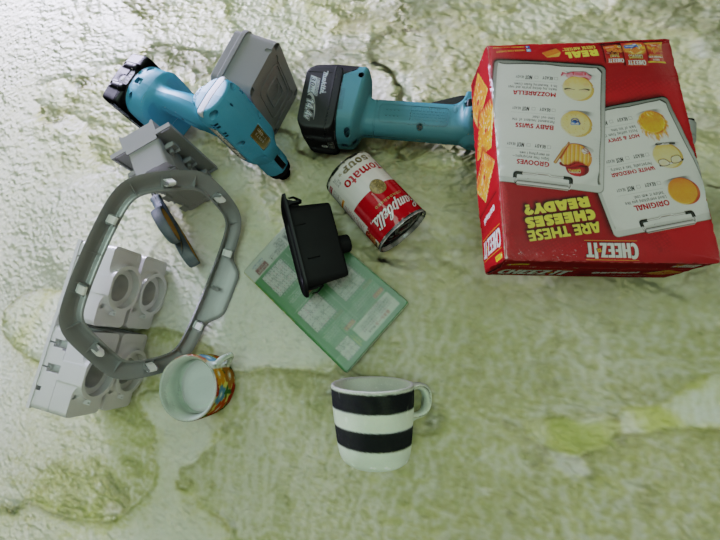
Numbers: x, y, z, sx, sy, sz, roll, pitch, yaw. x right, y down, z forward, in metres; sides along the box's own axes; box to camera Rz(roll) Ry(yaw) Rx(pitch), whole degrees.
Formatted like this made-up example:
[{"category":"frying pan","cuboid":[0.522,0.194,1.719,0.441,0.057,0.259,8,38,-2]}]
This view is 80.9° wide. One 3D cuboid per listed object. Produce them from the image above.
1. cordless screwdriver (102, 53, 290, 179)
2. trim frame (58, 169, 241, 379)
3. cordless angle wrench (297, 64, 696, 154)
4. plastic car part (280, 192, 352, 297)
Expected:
[{"category":"cordless screwdriver","cuboid":[-0.207,-0.192,0.549,0.262,0.151,0.074,26,80,30]},{"category":"trim frame","cuboid":[-0.220,0.004,0.478,0.029,0.174,0.249,12,80,39]},{"category":"cordless angle wrench","cuboid":[0.141,-0.171,0.489,0.432,0.072,0.099,9,80,12]},{"category":"plastic car part","cuboid":[-0.048,-0.031,0.491,0.070,0.065,0.119,-16,76,-11]}]
